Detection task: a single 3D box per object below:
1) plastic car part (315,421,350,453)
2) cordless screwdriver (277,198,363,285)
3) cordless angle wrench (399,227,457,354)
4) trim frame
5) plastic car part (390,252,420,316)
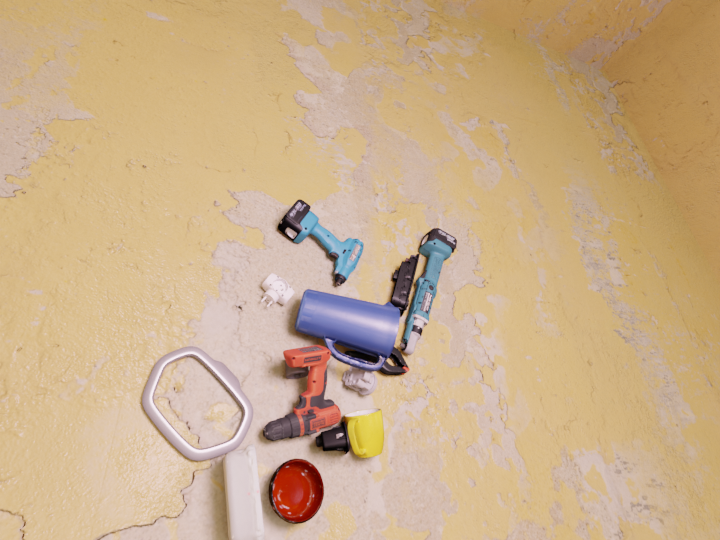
[{"bbox_3d":[-0.062,0.368,0.920,0.070,0.113,0.068,-9,66,-6],"label":"plastic car part"},{"bbox_3d":[-0.116,-0.076,1.183,0.245,0.075,0.160,33,53,-8],"label":"cordless screwdriver"},{"bbox_3d":[0.192,0.058,1.244,0.097,0.075,0.426,28,56,-9],"label":"cordless angle wrench"},{"bbox_3d":[-0.341,0.276,0.896,0.252,0.027,0.182,42,54,6],"label":"trim frame"},{"bbox_3d":[0.126,0.036,1.230,0.067,0.066,0.206,18,55,-5],"label":"plastic car part"}]
